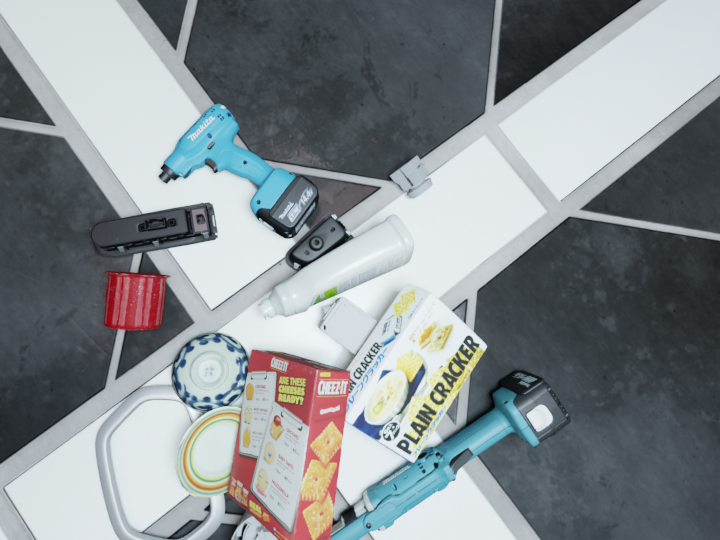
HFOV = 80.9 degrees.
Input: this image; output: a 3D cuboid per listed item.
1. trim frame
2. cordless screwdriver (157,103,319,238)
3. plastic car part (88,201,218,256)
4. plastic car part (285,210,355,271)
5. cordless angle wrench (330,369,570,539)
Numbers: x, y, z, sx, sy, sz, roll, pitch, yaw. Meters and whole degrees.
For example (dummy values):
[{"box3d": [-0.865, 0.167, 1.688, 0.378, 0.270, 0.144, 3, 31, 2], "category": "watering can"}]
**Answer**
[{"box3d": [-0.298, 0.300, 0.641, 0.183, 0.027, 0.252, -17, 81, -5], "category": "trim frame"}, {"box3d": [-0.198, -0.144, 0.692, 0.252, 0.073, 0.159, 39, 81, 6], "category": "cordless screwdriver"}, {"box3d": [-0.338, -0.064, 0.677, 0.202, 0.067, 0.066, -11, 92, -3], "category": "plastic car part"}, {"box3d": [-0.067, -0.044, 0.685, 0.116, 0.071, 0.067, -41, 87, -12], "category": "plastic car part"}, {"box3d": [0.111, 0.303, 0.642, 0.422, 0.098, 0.075, -33, 89, -4], "category": "cordless angle wrench"}]
